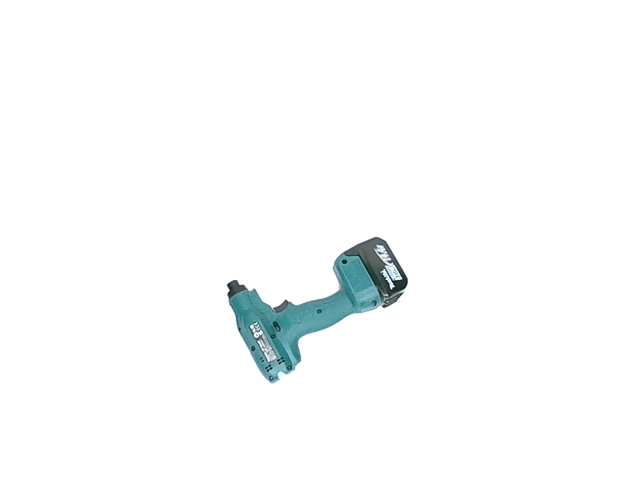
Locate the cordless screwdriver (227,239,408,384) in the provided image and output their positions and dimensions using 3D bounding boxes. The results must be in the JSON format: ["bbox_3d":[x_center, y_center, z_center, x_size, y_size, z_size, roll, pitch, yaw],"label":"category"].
[{"bbox_3d":[-0.007,0.080,0.629,0.248,0.159,0.074,-31,-17,-7],"label":"cordless screwdriver"}]
